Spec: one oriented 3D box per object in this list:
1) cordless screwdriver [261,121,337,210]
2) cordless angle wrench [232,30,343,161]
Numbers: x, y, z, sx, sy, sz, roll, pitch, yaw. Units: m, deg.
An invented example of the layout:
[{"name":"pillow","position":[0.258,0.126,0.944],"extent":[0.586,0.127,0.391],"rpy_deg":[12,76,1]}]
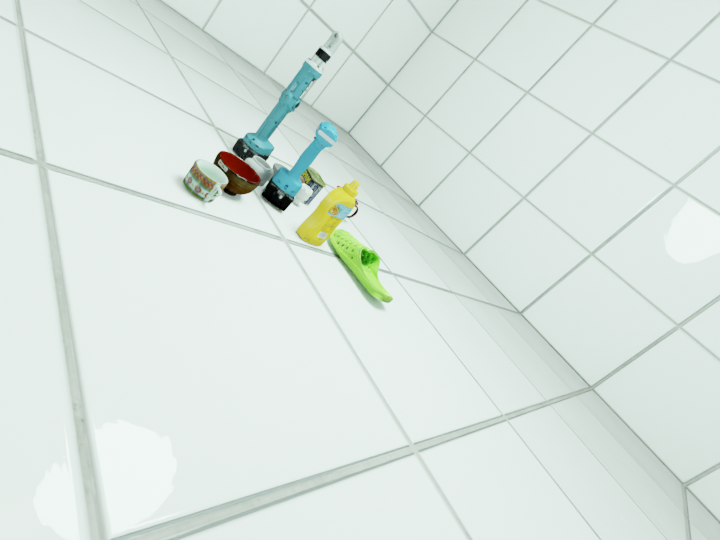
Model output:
[{"name":"cordless screwdriver","position":[-0.151,-0.279,1.091],"extent":[0.072,0.250,0.163],"rpy_deg":[37,20,-20]},{"name":"cordless angle wrench","position":[-0.192,-0.467,1.156],"extent":[0.075,0.425,0.096],"rpy_deg":[46,19,5]}]
